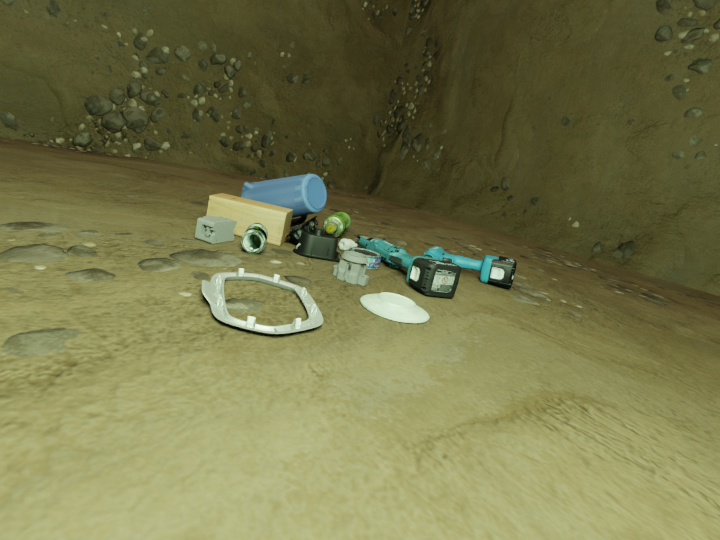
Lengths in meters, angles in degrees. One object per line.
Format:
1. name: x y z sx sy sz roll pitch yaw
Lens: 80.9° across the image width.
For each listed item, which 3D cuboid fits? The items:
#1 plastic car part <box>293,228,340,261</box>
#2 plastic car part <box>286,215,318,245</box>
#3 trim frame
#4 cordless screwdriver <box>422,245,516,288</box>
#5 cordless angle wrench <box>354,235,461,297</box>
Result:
1. plastic car part: -0.103 -0.067 1.053 0.113 0.070 0.068 12 11 -18
2. plastic car part: -0.155 -0.104 1.174 0.067 0.067 0.201 -26 5 11
3. trim frame: -0.157 0.041 0.666 0.179 0.027 0.259 6 17 -19
4. cordless screwdriver: 0.300 -0.015 1.192 0.259 0.073 0.154 14 13 23
5. cordless angle wrench: 0.092 -0.035 1.103 0.094 0.074 0.443 7 13 -26
